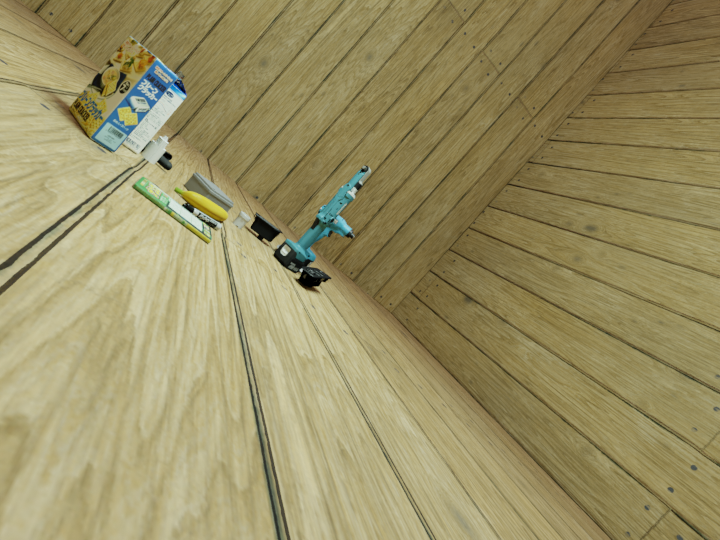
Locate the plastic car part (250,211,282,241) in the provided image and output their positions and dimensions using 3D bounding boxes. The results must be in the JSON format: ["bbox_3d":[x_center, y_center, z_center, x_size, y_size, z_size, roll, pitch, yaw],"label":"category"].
[{"bbox_3d":[-0.333,-0.139,1.455,0.114,0.071,0.068,41,2,-14],"label":"plastic car part"}]

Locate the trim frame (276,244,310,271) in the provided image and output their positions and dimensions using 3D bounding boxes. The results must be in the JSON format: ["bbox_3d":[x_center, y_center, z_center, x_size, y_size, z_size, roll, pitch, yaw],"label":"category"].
[{"bbox_3d":[-0.240,-0.032,1.580,0.184,0.027,0.249,41,1,-3],"label":"trim frame"}]

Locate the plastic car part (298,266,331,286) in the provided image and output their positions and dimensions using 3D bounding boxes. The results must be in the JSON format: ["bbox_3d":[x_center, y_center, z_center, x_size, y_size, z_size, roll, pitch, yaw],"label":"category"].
[{"bbox_3d":[-0.156,0.022,1.366,0.068,0.067,0.198,42,1,10],"label":"plastic car part"}]

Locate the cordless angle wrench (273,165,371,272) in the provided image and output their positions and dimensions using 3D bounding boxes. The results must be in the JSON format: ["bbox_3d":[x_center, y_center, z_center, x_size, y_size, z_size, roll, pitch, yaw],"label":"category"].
[{"bbox_3d":[-0.112,-0.177,1.390,0.078,0.423,0.093,43,2,29],"label":"cordless angle wrench"}]

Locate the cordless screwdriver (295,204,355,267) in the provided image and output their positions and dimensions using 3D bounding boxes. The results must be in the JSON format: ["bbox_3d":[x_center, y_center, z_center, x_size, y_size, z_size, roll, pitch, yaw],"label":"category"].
[{"bbox_3d":[-0.149,-0.098,1.527,0.163,0.249,0.073,42,2,10],"label":"cordless screwdriver"}]
